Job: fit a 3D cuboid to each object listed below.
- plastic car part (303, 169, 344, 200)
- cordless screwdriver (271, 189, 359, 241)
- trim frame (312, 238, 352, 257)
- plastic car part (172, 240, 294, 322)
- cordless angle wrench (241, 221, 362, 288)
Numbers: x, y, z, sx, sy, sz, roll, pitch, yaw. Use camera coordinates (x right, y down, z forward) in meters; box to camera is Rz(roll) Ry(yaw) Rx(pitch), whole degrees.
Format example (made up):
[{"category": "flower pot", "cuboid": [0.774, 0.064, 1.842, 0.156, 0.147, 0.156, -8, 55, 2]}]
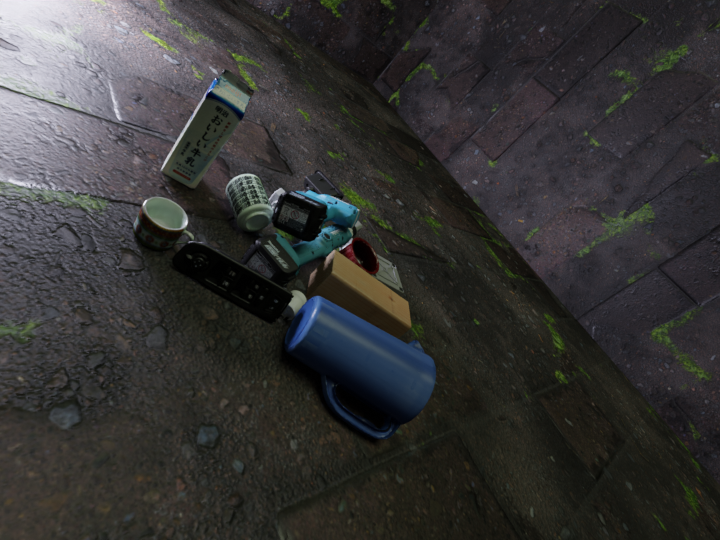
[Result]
[{"category": "plastic car part", "cuboid": [-0.112, -0.214, 1.136, 0.120, 0.066, 0.069, 48, 41, 16]}, {"category": "cordless screwdriver", "cuboid": [-0.110, -0.134, 0.910, 0.164, 0.074, 0.243, 26, 18, 14]}, {"category": "trim frame", "cuboid": [-0.095, -0.114, 1.093, 0.177, 0.028, 0.256, 32, 27, -23]}, {"category": "plastic car part", "cuboid": [-0.213, 0.008, 0.715, 0.195, 0.066, 0.069, 31, 20, -23]}, {"category": "cordless angle wrench", "cuboid": [-0.092, -0.060, 0.937, 0.099, 0.075, 0.412, 47, 30, 6]}]
